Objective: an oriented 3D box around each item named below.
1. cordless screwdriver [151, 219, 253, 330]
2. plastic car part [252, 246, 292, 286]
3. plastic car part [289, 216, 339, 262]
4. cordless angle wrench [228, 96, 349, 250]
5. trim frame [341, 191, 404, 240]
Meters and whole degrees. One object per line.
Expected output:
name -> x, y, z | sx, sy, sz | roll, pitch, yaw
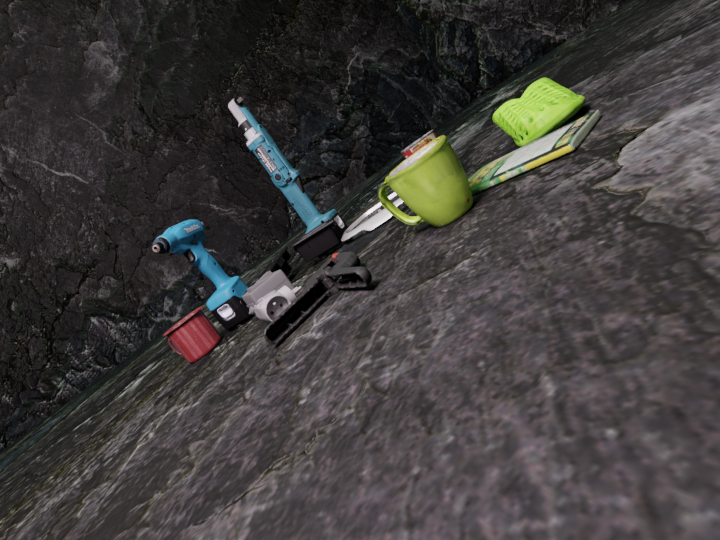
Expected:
cordless screwdriver -> -0.319, 0.012, 0.878 | 0.075, 0.246, 0.159 | -34, 8, 17
plastic car part -> -0.198, 0.016, 0.958 | 0.067, 0.066, 0.203 | -33, 12, 18
plastic car part -> -0.093, -0.061, 0.951 | 0.117, 0.070, 0.066 | -35, 9, 7
cordless angle wrench -> -0.185, -0.231, 1.021 | 0.100, 0.418, 0.074 | -32, 7, 29
trim frame -> 0.055, -0.136, 0.932 | 0.253, 0.027, 0.184 | -31, 13, 24
